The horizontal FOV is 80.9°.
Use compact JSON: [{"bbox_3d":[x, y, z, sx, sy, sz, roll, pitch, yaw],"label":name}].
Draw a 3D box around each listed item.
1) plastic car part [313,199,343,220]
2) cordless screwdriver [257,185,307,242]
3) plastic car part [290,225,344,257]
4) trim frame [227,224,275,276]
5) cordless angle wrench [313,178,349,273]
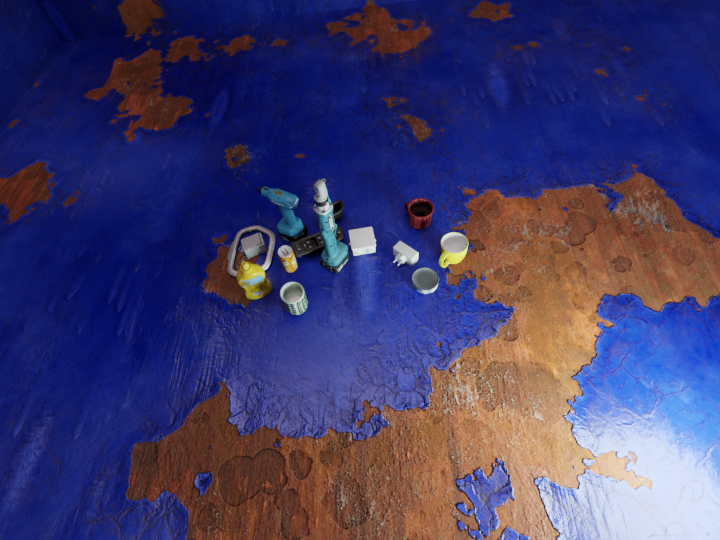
[{"bbox_3d":[-0.113,-0.212,1.622,0.115,0.068,0.069,-26,58,-9],"label":"plastic car part"},{"bbox_3d":[-0.285,-0.207,1.545,0.166,0.239,0.074,24,63,20],"label":"cordless screwdriver"},{"bbox_3d":[-0.152,-0.100,1.557,0.201,0.064,0.069,-24,57,-7],"label":"plastic car part"},{"bbox_3d":[-0.418,-0.074,1.609,0.187,0.026,0.255,-2,56,8],"label":"trim frame"},{"bbox_3d":[-0.105,-0.138,1.367,0.077,0.407,0.097,29,64,21],"label":"cordless angle wrench"}]
